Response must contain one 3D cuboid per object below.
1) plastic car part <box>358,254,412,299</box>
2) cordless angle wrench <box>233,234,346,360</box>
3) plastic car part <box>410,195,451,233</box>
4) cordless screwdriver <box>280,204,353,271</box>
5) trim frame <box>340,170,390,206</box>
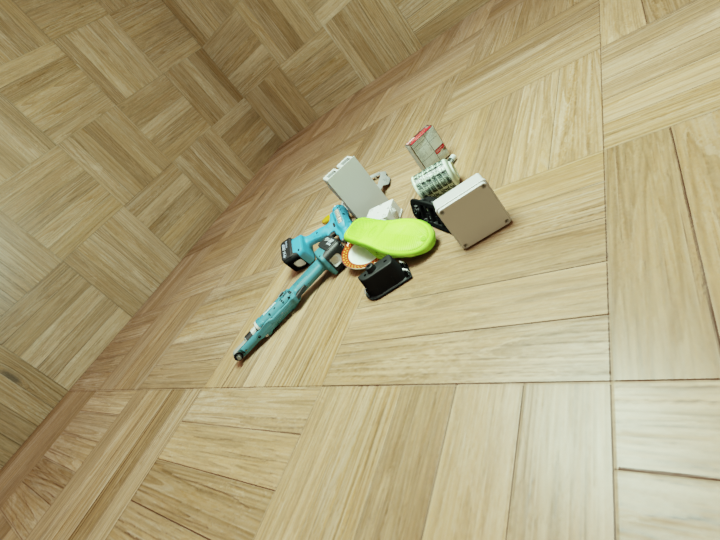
[{"bbox_3d":[0.044,0.009,0.936,0.118,0.068,0.068,-33,24,13],"label":"plastic car part"},{"bbox_3d":[-0.198,0.083,1.163,0.422,0.071,0.102,-47,24,-5],"label":"cordless angle wrench"},{"bbox_3d":[0.180,-0.141,0.989,0.066,0.064,0.212,-36,24,-11],"label":"plastic car part"},{"bbox_3d":[-0.127,-0.083,1.303,0.252,0.070,0.166,-33,46,16],"label":"cordless screwdriver"},{"bbox_3d":[0.014,-0.266,1.422,0.188,0.027,0.251,-25,24,25],"label":"trim frame"}]
